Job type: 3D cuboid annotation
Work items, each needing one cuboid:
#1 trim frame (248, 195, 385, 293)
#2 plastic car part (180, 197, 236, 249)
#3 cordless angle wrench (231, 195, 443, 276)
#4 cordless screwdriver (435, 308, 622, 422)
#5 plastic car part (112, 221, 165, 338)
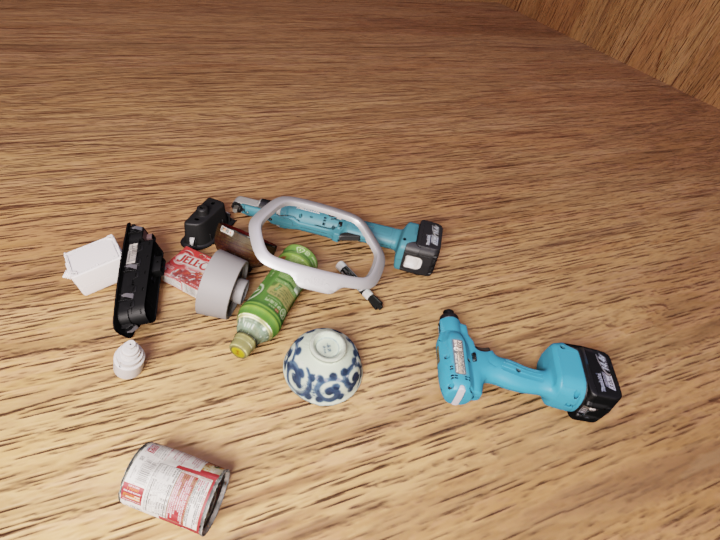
[{"bbox_3d":[-0.071,-0.047,0.730,0.241,0.027,0.190,14,50,-16],"label":"trim frame"},{"bbox_3d":[-0.298,-0.098,0.815,0.067,0.069,0.117,19,42,9],"label":"plastic car part"},{"bbox_3d":[-0.057,-0.090,0.847,0.430,0.072,0.099,15,44,9],"label":"cordless angle wrench"},{"bbox_3d":[0.244,0.139,0.657,0.250,0.072,0.163,6,44,3],"label":"cordless screwdriver"},{"bbox_3d":[-0.351,0.014,0.682,0.067,0.064,0.210,-6,53,-5],"label":"plastic car part"}]
